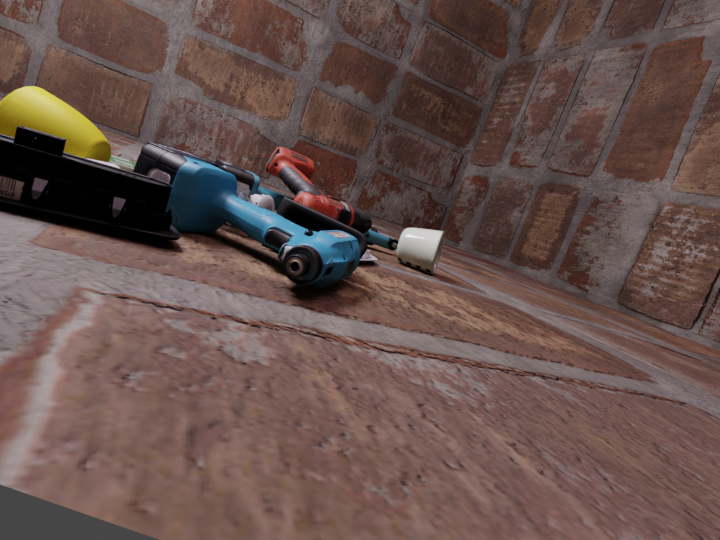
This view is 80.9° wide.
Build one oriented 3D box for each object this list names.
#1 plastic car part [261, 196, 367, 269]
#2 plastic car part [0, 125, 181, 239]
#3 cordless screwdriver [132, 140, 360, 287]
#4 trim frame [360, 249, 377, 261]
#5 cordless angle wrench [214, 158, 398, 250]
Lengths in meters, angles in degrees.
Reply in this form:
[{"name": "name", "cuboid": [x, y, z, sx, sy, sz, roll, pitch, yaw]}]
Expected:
[{"name": "plastic car part", "cuboid": [-0.051, -0.033, 0.523, 0.118, 0.066, 0.070, 24, -6, 7]}, {"name": "plastic car part", "cuboid": [-0.242, -0.072, 0.339, 0.195, 0.067, 0.069, 18, 1, -24]}, {"name": "cordless screwdriver", "cuboid": [-0.125, -0.053, 0.425, 0.255, 0.074, 0.156, 25, 10, 12]}, {"name": "trim frame", "cuboid": [-0.073, -0.052, 0.671, 0.193, 0.027, 0.239, 22, 11, 24]}, {"name": "cordless angle wrench", "cuboid": [-0.096, -0.112, 0.853, 0.404, 0.074, 0.103, 17, 9, -27]}]
